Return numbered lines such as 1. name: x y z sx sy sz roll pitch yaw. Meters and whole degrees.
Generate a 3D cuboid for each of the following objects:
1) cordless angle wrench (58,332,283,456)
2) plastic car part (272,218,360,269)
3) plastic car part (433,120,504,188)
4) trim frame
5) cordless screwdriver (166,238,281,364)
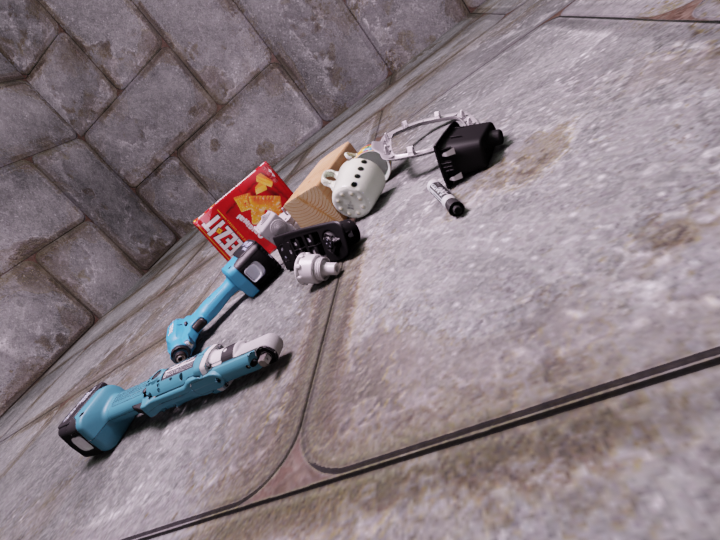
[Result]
1. cordless angle wrench: -0.267 0.165 0.588 0.433 0.072 0.099 -25 24 27
2. plastic car part: -0.067 -0.044 0.685 0.065 0.066 0.211 -21 8 -32
3. plastic car part: 0.155 -0.171 0.576 0.074 0.063 0.116 -2 37 37
4. trim frame: 0.111 -0.248 0.762 0.188 0.026 0.253 -15 29 14
5. cordless screwdriver: -0.254 0.057 0.768 0.248 0.072 0.165 -47 22 -8
